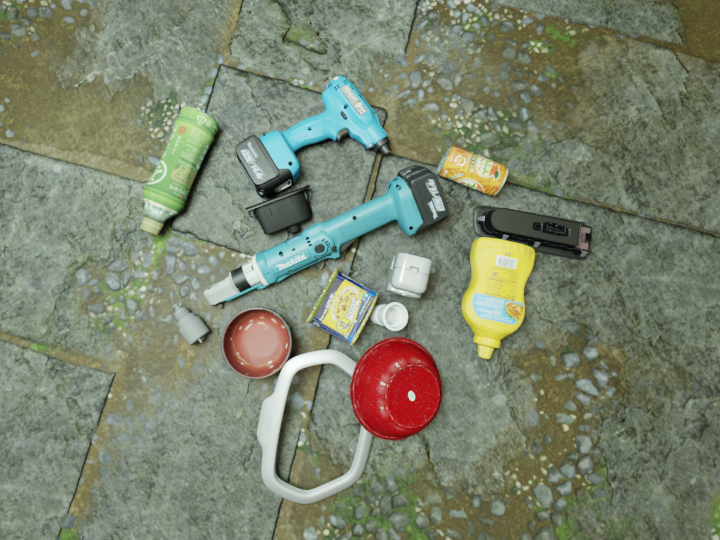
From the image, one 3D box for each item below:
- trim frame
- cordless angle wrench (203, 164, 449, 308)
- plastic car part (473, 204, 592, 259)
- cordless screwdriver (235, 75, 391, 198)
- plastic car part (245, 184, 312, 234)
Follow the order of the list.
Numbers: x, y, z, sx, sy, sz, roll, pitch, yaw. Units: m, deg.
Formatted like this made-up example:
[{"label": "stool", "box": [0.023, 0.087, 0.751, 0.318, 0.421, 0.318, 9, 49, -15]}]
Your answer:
[{"label": "trim frame", "box": [-0.068, 0.245, 0.666, 0.180, 0.028, 0.248, 10, 93, -11]}, {"label": "cordless angle wrench", "box": [-0.069, -0.045, 0.702, 0.424, 0.077, 0.094, -25, 114, 2]}, {"label": "plastic car part", "box": [0.292, -0.067, 0.708, 0.205, 0.066, 0.066, 11, 91, 5]}, {"label": "cordless screwdriver", "box": [-0.079, -0.210, 0.728, 0.247, 0.074, 0.161, -36, 84, -8]}, {"label": "plastic car part", "box": [-0.131, -0.096, 0.723, 0.116, 0.068, 0.070, -18, 103, -6]}]
